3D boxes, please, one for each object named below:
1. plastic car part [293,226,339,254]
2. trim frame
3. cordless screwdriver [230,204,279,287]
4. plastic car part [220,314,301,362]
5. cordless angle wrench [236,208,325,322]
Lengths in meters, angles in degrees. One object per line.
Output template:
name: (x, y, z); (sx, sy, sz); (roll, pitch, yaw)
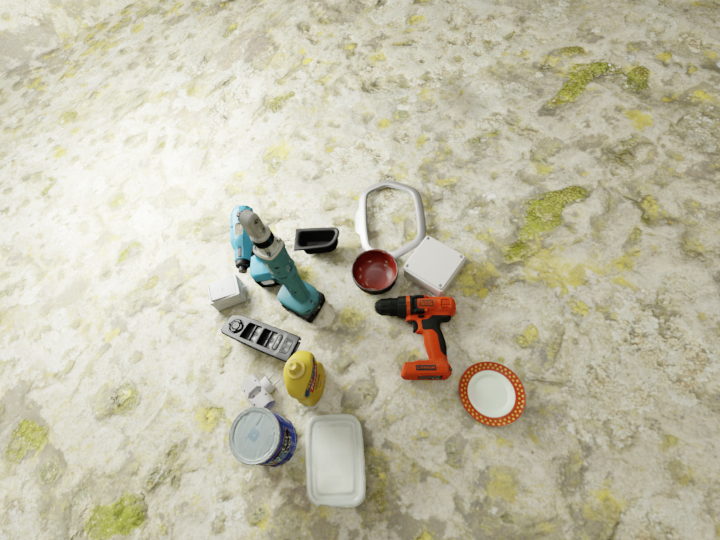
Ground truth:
plastic car part: (-0.107, -0.070, 1.096); (0.119, 0.068, 0.067); (-2, 63, 10)
trim frame: (0.075, -0.138, 1.115); (0.187, 0.026, 0.255); (-7, 62, 9)
cordless screwdriver: (-0.245, -0.026, 1.004); (0.075, 0.239, 0.164); (-10, 63, 3)
plastic car part: (-0.235, 0.160, 1.005); (0.210, 0.064, 0.066); (18, 68, 20)
cordless angle wrench: (-0.162, -0.002, 0.878); (0.102, 0.406, 0.074); (25, 70, 19)
